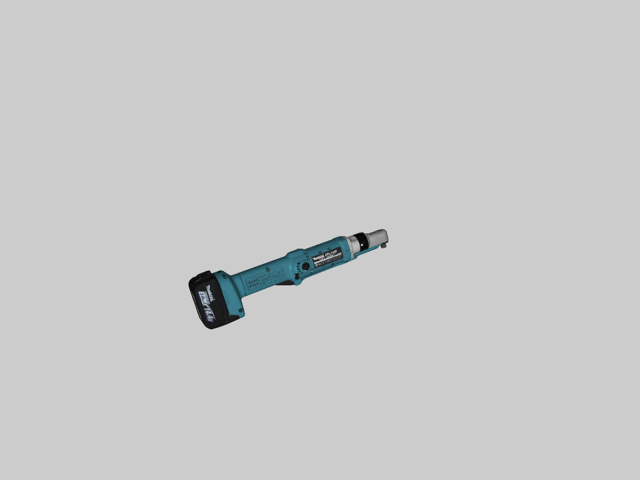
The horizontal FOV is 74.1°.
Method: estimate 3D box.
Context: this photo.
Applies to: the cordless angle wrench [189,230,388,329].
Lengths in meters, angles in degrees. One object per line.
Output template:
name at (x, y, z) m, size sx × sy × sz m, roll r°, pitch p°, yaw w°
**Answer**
cordless angle wrench at (-0.041, 0.051, 0.845) m, size 0.422 × 0.098 × 0.074 m, roll -20°, pitch 14°, yaw -22°
